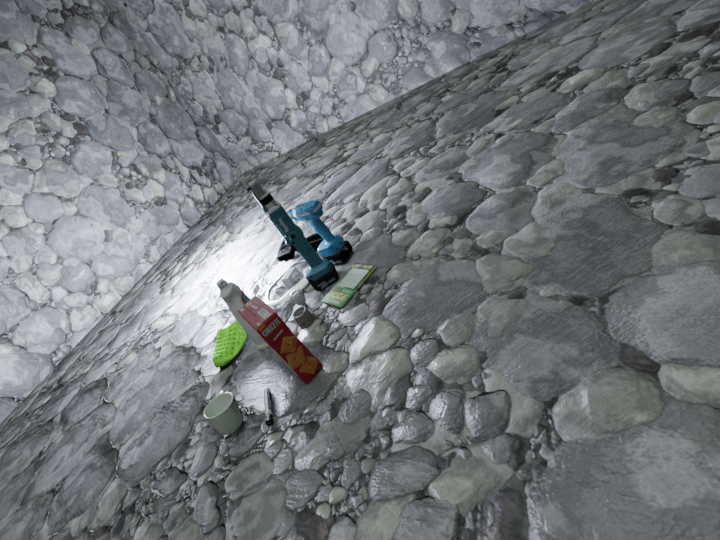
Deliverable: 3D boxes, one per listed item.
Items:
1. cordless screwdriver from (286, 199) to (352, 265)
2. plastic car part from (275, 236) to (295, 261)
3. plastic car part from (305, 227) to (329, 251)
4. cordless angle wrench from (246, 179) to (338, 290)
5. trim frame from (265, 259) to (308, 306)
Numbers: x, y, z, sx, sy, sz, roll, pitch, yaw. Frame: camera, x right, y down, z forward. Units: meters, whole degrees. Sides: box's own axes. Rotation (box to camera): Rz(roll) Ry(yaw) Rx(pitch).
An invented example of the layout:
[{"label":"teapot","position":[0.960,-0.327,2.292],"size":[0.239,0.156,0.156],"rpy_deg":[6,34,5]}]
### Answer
[{"label":"cordless screwdriver","position":[-0.147,-0.127,1.458],"size":[0.166,0.239,0.074],"rpy_deg":[-9,35,43]},{"label":"plastic car part","position":[-0.295,-0.089,1.744],"size":[0.067,0.064,0.209],"rpy_deg":[-29,29,13]},{"label":"plastic car part","position":[-0.158,-0.103,1.613],"size":[0.120,0.068,0.067],"rpy_deg":[-20,30,28]},{"label":"cordless angle wrench","position":[-0.217,-0.115,1.339],"size":[0.098,0.406,0.077],"rpy_deg":[-33,25,4]},{"label":"trim frame","position":[-0.254,0.042,1.545],"size":[0.247,0.026,0.193],"rpy_deg":[-46,30,-17]}]
